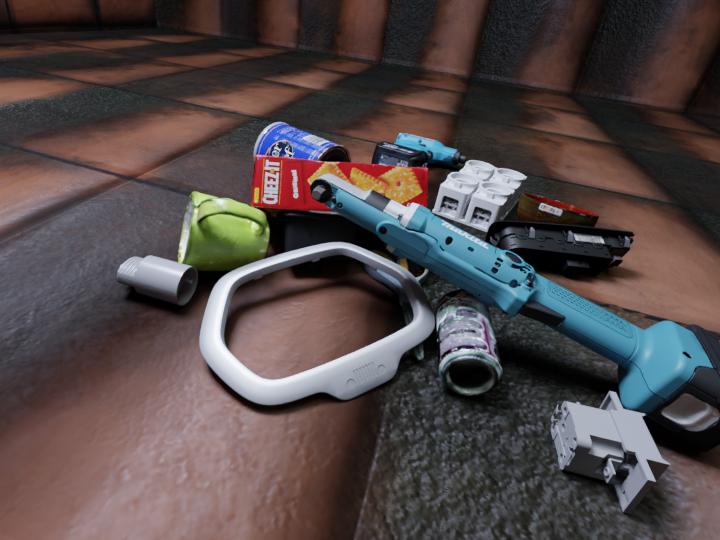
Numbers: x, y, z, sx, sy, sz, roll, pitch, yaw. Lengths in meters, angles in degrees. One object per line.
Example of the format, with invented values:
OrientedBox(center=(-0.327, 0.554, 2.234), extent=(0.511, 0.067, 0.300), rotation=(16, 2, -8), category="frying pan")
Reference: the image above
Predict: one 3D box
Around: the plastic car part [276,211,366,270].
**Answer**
OrientedBox(center=(-0.053, -0.034, 0.538), extent=(0.113, 0.071, 0.068), rotation=(1, -4, -22), category="plastic car part")

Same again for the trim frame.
OrientedBox(center=(-0.041, 0.043, 0.435), extent=(0.241, 0.027, 0.194), rotation=(-18, 48, -29), category="trim frame")

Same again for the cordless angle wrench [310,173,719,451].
OrientedBox(center=(0.136, 0.010, 0.414), extent=(0.432, 0.073, 0.097), rotation=(30, 34, 11), category="cordless angle wrench")

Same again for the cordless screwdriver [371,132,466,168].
OrientedBox(center=(0.123, -0.229, 0.873), extent=(0.164, 0.073, 0.246), rotation=(18, 30, 15), category="cordless screwdriver")

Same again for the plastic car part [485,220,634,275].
OrientedBox(center=(0.282, -0.028, 0.608), extent=(0.204, 0.065, 0.068), rotation=(10, 58, 1), category="plastic car part")
